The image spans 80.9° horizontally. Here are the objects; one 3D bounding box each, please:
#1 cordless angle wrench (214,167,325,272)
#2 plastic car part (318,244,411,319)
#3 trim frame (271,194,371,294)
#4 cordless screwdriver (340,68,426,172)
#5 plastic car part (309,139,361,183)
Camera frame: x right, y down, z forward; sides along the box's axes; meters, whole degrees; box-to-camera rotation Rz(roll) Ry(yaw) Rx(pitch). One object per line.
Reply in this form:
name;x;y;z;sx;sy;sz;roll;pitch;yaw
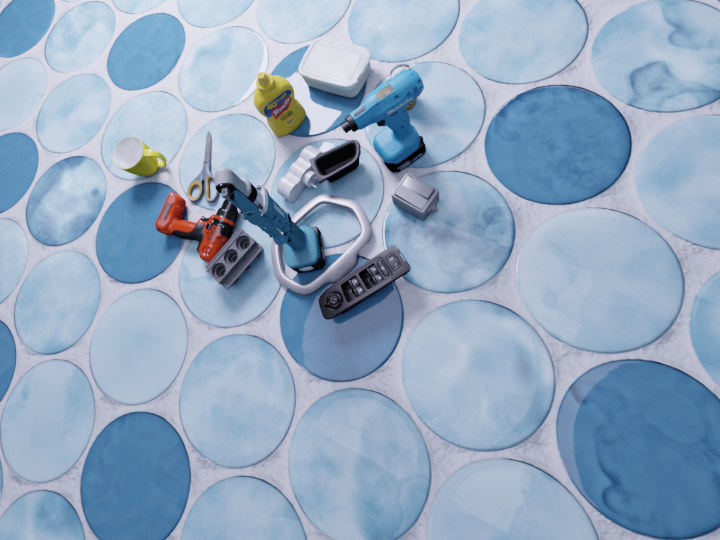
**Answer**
cordless angle wrench;-0.152;-0.085;0.761;0.075;0.408;0.100;-11;76;8
plastic car part;0.004;0.031;0.871;0.204;0.065;0.068;-32;72;4
trim frame;-0.092;-0.060;0.942;0.248;0.026;0.191;-43;69;0
cordless screwdriver;0.052;-0.277;0.849;0.160;0.240;0.077;-33;74;3
plastic car part;-0.046;-0.238;0.956;0.117;0.068;0.068;-24;72;7
